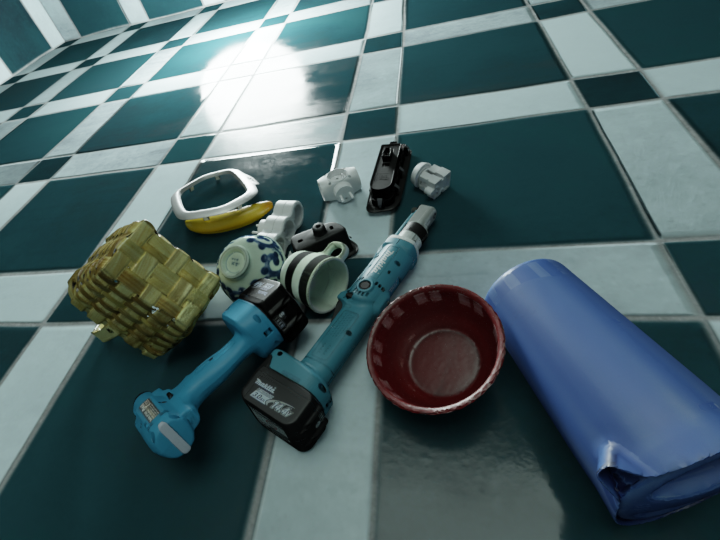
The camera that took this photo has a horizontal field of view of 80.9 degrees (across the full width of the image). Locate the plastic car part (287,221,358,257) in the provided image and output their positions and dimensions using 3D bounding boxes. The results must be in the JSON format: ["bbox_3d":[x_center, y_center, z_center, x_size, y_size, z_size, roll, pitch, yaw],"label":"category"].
[{"bbox_3d":[-0.068,-0.045,0.699,0.116,0.067,0.069,-25,46,-3],"label":"plastic car part"}]

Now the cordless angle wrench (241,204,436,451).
[{"bbox_3d":[0.008,0.039,0.597,0.103,0.071,0.420,17,53,30],"label":"cordless angle wrench"}]

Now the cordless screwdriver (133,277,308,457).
[{"bbox_3d":[-0.197,0.118,0.575,0.167,0.071,0.247,1,42,52],"label":"cordless screwdriver"}]

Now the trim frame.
[{"bbox_3d":[-0.307,-0.163,0.891,0.181,0.026,0.262,-27,34,-15],"label":"trim frame"}]

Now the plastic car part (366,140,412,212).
[{"bbox_3d":[0.054,-0.189,0.805,0.068,0.064,0.206,5,52,12],"label":"plastic car part"}]
